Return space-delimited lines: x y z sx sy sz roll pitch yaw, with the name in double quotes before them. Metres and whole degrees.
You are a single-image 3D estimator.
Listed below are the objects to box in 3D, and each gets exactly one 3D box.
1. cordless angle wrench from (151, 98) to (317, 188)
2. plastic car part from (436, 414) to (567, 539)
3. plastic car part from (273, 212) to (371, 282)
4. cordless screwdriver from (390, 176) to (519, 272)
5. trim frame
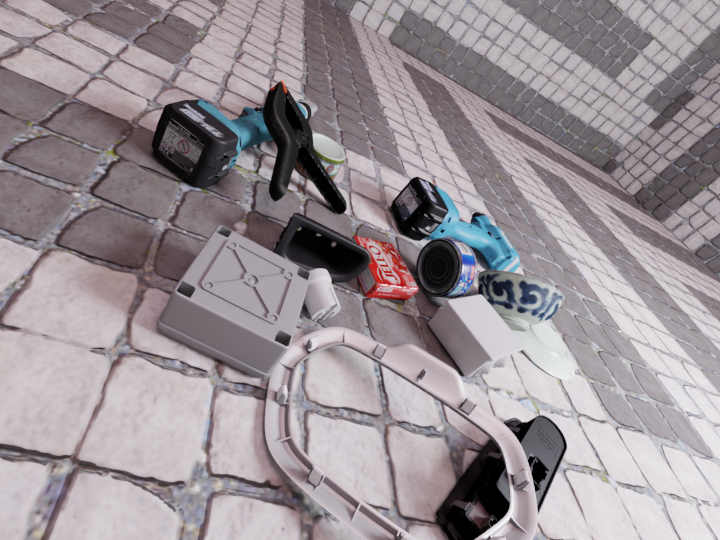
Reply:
"cordless angle wrench" -0.155 -0.238 0.684 0.098 0.074 0.421 36 31 -2
"plastic car part" 0.151 0.196 0.411 0.069 0.067 0.195 43 31 21
"plastic car part" -0.052 -0.034 0.529 0.111 0.066 0.074 21 22 -27
"cordless screwdriver" 0.173 -0.092 0.778 0.238 0.075 0.165 22 35 -26
"trim frame" 0.032 0.136 0.365 0.257 0.027 0.181 28 38 17
